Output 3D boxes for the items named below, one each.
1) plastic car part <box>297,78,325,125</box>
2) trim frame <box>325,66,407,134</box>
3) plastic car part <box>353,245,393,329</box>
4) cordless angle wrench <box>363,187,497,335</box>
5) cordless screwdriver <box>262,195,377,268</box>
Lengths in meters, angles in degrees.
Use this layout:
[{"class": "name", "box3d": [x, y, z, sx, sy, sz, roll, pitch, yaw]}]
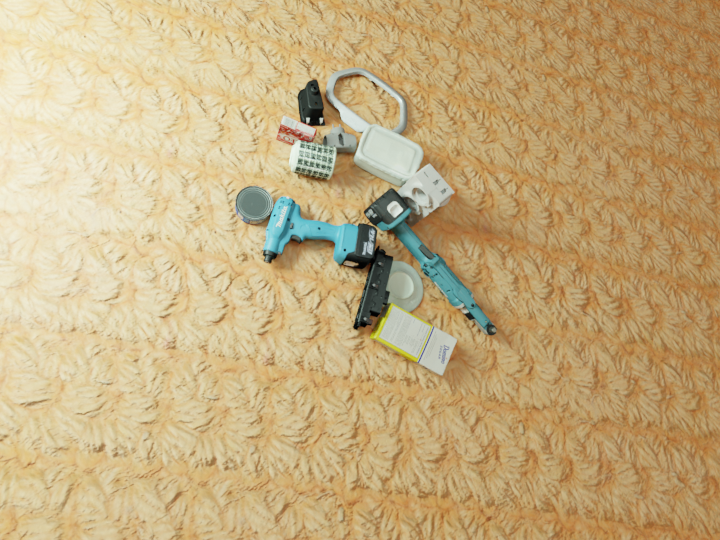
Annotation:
[{"class": "plastic car part", "box3d": [-0.123, -0.438, 1.082, 0.064, 0.072, 0.118, -5, 78, -19]}, {"class": "trim frame", "box3d": [0.020, -0.454, 1.147, 0.247, 0.028, 0.184, 36, 67, -3]}, {"class": "plastic car part", "box3d": [0.035, 0.037, 0.960, 0.068, 0.065, 0.206, 10, 68, 4]}, {"class": "cordless angle wrench", "box3d": [0.177, -0.010, 1.011, 0.074, 0.098, 0.423, -41, 90, -12]}, {"class": "cordless screwdriver", "box3d": [-0.095, -0.062, 0.967, 0.247, 0.074, 0.161, 17, 70, -4]}]
